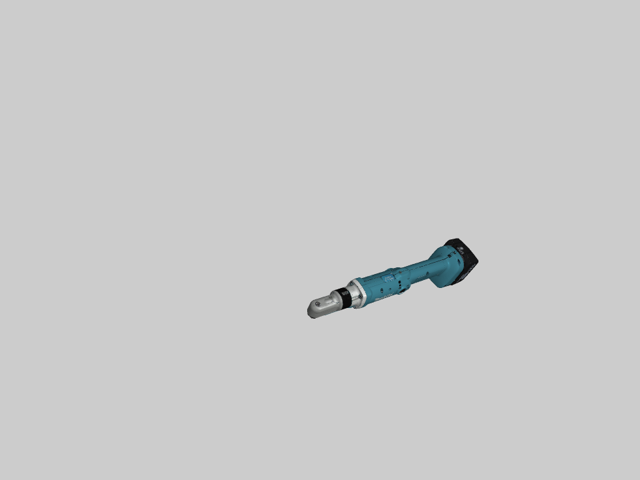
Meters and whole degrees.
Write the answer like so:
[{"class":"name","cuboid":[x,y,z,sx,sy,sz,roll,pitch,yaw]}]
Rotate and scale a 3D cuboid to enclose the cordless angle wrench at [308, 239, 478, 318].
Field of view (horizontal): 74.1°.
[{"class":"cordless angle wrench","cuboid":[0.155,0.086,0.879,0.422,0.074,0.098,-13,-35,-32]}]
